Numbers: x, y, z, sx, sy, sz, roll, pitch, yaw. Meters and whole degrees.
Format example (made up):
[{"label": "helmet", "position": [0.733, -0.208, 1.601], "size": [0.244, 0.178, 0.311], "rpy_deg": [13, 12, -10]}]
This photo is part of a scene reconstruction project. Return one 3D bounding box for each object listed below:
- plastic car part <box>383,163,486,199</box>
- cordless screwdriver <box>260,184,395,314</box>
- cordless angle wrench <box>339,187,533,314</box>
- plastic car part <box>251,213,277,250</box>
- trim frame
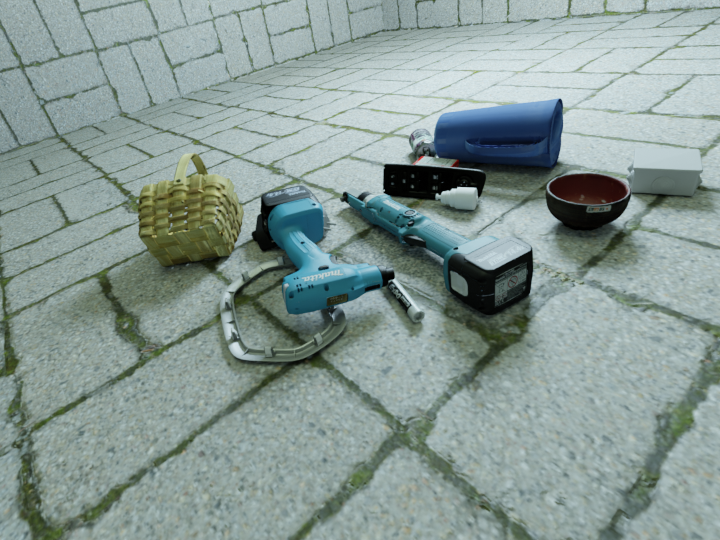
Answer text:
[{"label": "plastic car part", "position": [0.148, -0.176, 0.845], "size": [0.213, 0.065, 0.064], "rpy_deg": [12, 14, 33]}, {"label": "cordless screwdriver", "position": [-0.064, -0.042, 0.659], "size": [0.156, 0.072, 0.262], "rpy_deg": [-14, 42, -15]}, {"label": "cordless angle wrench", "position": [0.084, -0.072, 0.707], "size": [0.096, 0.072, 0.447], "rpy_deg": [-25, 34, -19]}, {"label": "plastic car part", "position": [-0.175, -0.082, 0.817], "size": [0.072, 0.063, 0.120], "rpy_deg": [-21, 36, 14]}, {"label": "trim frame", "position": [-0.120, 0.046, 0.638], "size": [0.182, 0.026, 0.261], "rpy_deg": [-19, 34, -12]}]
